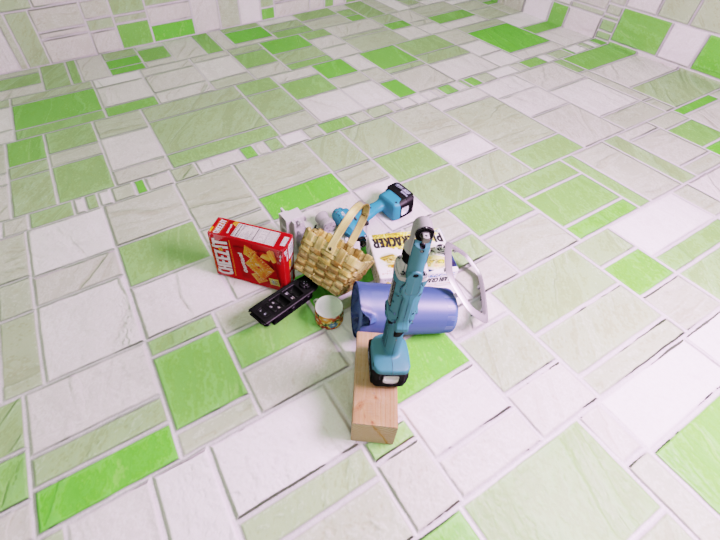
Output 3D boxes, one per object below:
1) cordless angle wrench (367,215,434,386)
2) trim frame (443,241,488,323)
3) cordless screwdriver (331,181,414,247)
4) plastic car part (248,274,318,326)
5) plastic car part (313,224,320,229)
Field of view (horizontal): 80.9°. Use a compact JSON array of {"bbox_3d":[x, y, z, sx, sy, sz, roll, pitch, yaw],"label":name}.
[{"bbox_3d":[0.070,0.066,0.728,0.074,0.411,0.101,2,48,-5],"label":"cordless angle wrench"},{"bbox_3d":[0.267,0.026,1.063,0.179,0.028,0.252,42,30,-17],"label":"trim frame"},{"bbox_3d":[0.054,-0.167,1.290,0.245,0.072,0.168,-26,53,-16],"label":"cordless screwdriver"},{"bbox_3d":[-0.183,0.081,1.069,0.070,0.065,0.199,26,48,32],"label":"plastic car part"},{"bbox_3d":[-0.120,-0.078,1.226,0.071,0.065,0.117,25,47,0],"label":"plastic car part"}]
